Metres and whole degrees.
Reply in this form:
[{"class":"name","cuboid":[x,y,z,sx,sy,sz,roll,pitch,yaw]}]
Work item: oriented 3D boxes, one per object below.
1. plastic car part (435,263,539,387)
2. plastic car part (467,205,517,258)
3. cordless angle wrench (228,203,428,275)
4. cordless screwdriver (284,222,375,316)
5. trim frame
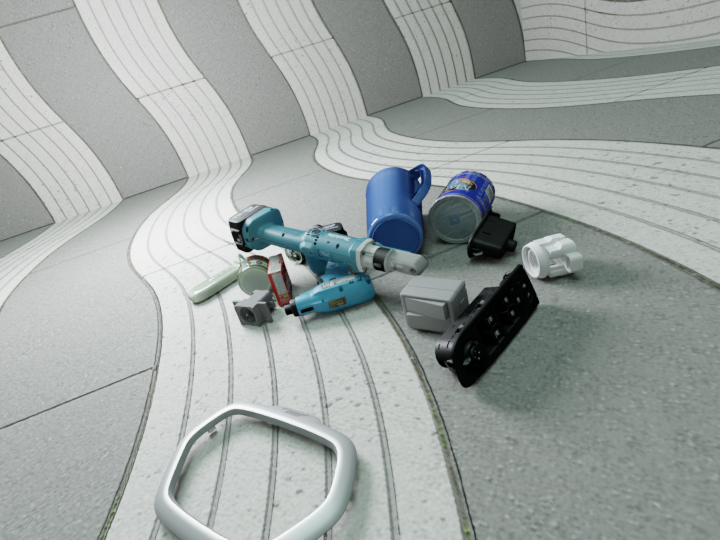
[{"class":"plastic car part","cuboid":[0.161,0.068,0.557,0.070,0.064,0.199,-4,27,46]},{"class":"plastic car part","cuboid":[0.242,-0.055,0.755,0.074,0.064,0.115,15,42,26]},{"class":"cordless angle wrench","cuboid":[-0.076,-0.050,0.781,0.446,0.072,0.096,15,40,36]},{"class":"cordless screwdriver","cuboid":[-0.076,-0.001,0.824,0.159,0.071,0.258,-18,30,-1]},{"class":"trim frame","cuboid":[-0.120,0.222,0.473,0.260,0.026,0.182,0,32,35]}]
